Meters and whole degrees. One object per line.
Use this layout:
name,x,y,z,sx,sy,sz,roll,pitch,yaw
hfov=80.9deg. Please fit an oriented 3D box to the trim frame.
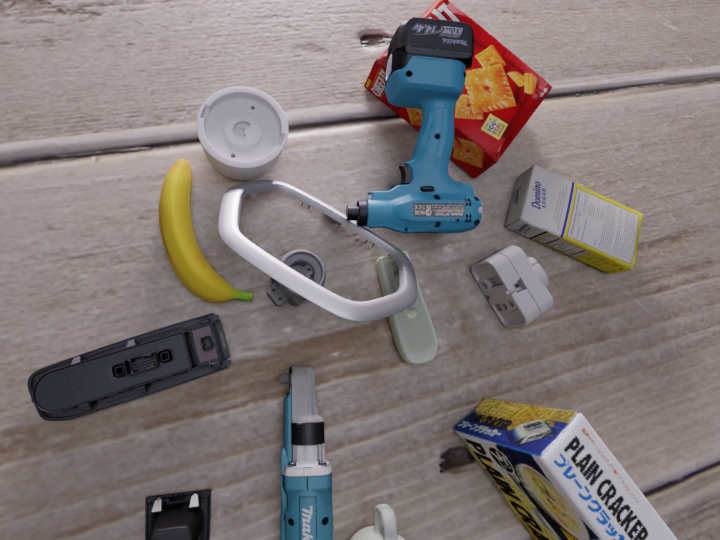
trim frame,-0.047,-0.031,0.480,0.252,0.027,0.183,28,37,7

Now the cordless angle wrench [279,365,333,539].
cordless angle wrench,-0.053,0.315,0.420,0.097,0.073,0.431,-2,73,-4

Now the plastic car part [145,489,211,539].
plastic car part,-0.178,0.284,0.402,0.065,0.071,0.119,-1,74,-14

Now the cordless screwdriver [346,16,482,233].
cordless screwdriver,0.061,-0.169,0.516,0.158,0.075,0.249,-1,88,-4

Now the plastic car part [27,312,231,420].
plastic car part,-0.243,0.105,0.444,0.200,0.068,0.066,-17,89,-13
